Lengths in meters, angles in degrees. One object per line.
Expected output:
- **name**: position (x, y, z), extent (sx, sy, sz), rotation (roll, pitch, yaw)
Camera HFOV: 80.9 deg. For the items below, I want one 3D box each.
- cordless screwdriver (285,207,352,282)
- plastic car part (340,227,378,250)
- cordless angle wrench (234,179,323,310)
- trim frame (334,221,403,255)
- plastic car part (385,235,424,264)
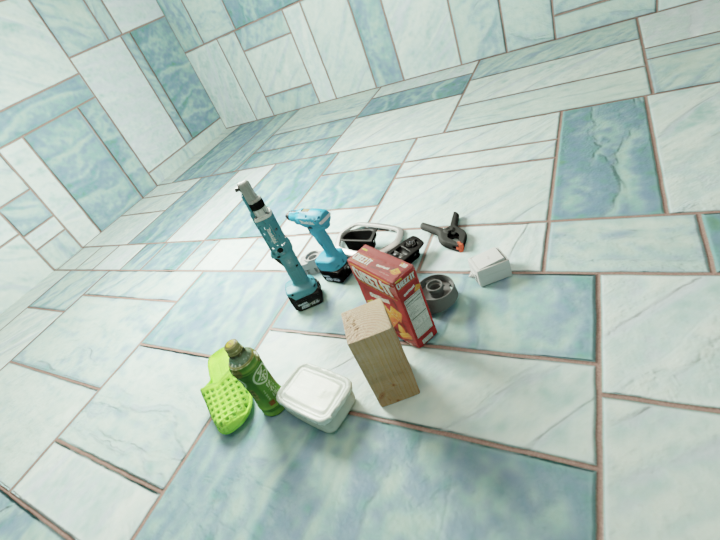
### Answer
- **cordless screwdriver**: position (-0.123, -0.081, 1.259), extent (0.168, 0.238, 0.074), rotation (9, 45, 41)
- **plastic car part**: position (0.002, -0.089, 1.339), extent (0.122, 0.068, 0.066), rotation (-1, 41, 32)
- **cordless angle wrench**: position (-0.222, -0.066, 1.159), extent (0.098, 0.404, 0.077), rotation (-22, 32, 3)
- **trim frame**: position (0.024, -0.104, 1.380), extent (0.262, 0.026, 0.183), rotation (10, 48, 41)
- **plastic car part**: position (0.104, -0.023, 1.191), extent (0.201, 0.064, 0.070), rotation (-40, 36, -20)
